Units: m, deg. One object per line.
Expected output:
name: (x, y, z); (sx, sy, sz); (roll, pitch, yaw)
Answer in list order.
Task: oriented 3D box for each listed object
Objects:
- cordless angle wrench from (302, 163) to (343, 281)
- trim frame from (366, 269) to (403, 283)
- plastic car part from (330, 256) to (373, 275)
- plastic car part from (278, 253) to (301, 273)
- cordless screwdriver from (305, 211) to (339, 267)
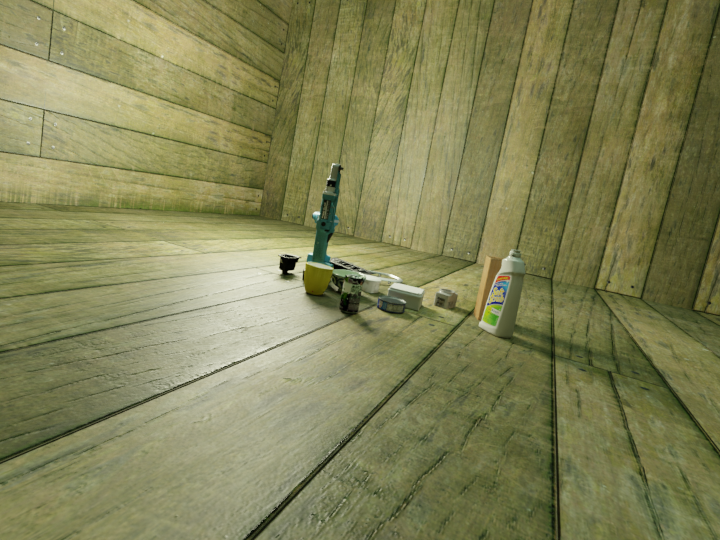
cordless angle wrench: (-0.121, -0.160, 1.472); (0.100, 0.420, 0.073); (12, 7, 13)
trim frame: (0.060, 0.024, 1.762); (0.242, 0.027, 0.190); (7, 10, -15)
plastic car part: (-0.047, 0.002, 1.659); (0.214, 0.066, 0.063); (17, 10, 37)
plastic car part: (-0.273, -0.023, 1.572); (0.068, 0.070, 0.114); (12, 9, 13)
cordless screwdriver: (-0.159, -0.104, 1.628); (0.071, 0.247, 0.168); (6, 9, -34)
